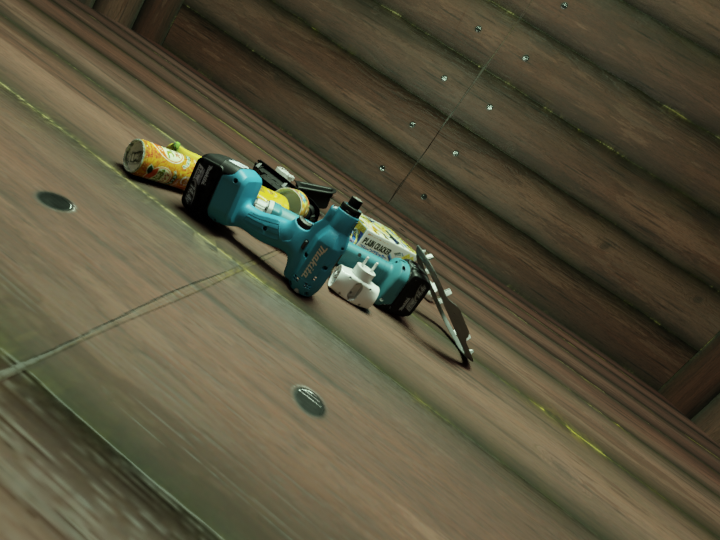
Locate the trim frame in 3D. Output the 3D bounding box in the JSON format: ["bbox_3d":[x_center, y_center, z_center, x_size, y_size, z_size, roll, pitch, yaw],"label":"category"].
[{"bbox_3d":[0.161,0.060,0.810,0.188,0.028,0.243,-103,170,-74],"label":"trim frame"}]

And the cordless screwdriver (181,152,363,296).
[{"bbox_3d":[-0.128,-0.093,0.622,0.253,0.159,0.073,35,14,8],"label":"cordless screwdriver"}]

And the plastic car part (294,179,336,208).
[{"bbox_3d":[-0.127,-0.196,1.145,0.113,0.070,0.069,11,23,-20],"label":"plastic car part"}]

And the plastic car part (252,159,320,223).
[{"bbox_3d":[-0.180,-0.171,0.964,0.206,0.066,0.066,36,24,8],"label":"plastic car part"}]

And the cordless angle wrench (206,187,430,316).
[{"bbox_3d":[-0.073,-0.048,0.749,0.411,0.098,0.076,27,19,-14],"label":"cordless angle wrench"}]
